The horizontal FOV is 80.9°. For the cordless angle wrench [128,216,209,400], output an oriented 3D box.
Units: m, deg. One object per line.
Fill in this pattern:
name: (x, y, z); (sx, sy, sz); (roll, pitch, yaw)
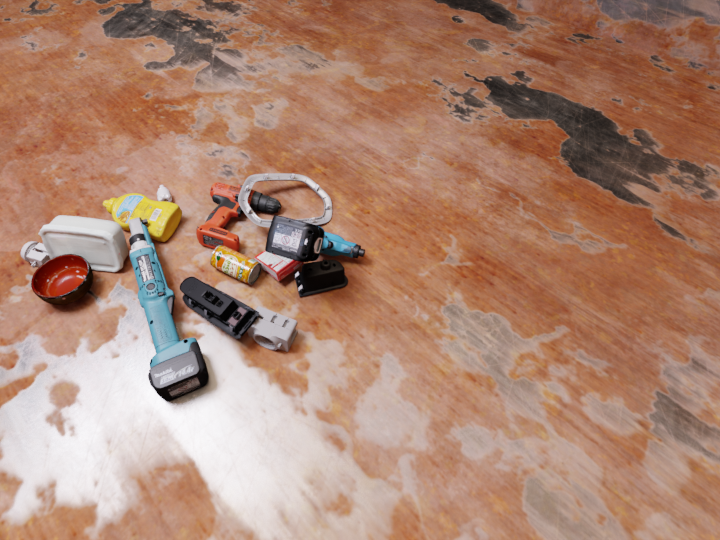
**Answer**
cordless angle wrench: (-0.418, 0.047, 0.862); (0.096, 0.072, 0.443); (-21, 58, -20)

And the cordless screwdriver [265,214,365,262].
cordless screwdriver: (-0.087, -0.057, 0.888); (0.164, 0.242, 0.074); (15, 95, 13)

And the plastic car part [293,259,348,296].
plastic car part: (-0.085, 0.006, 0.928); (0.115, 0.069, 0.069); (-12, 55, -9)

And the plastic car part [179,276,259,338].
plastic car part: (-0.302, 0.064, 0.854); (0.214, 0.063, 0.066); (20, 68, 36)

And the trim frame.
trim frame: (-0.182, -0.175, 1.056); (0.239, 0.027, 0.191); (-5, 60, -29)
